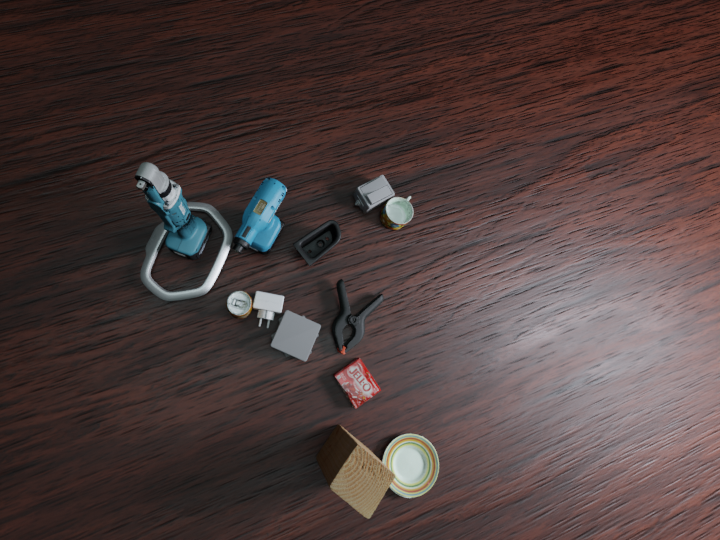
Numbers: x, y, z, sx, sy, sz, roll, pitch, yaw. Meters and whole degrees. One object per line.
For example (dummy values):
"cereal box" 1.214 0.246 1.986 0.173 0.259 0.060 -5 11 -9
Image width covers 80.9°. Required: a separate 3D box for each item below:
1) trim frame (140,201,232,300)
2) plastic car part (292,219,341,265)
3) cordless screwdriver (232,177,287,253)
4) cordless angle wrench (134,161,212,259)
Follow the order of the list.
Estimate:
"trim frame" -0.407 -0.047 0.991 0.183 0.027 0.250 20 75 -3
"plastic car part" -0.099 -0.065 1.015 0.115 0.071 0.066 -37 87 -15
"cordless screwdriver" -0.222 -0.087 0.912 0.074 0.250 0.159 29 75 -6
"cordless angle wrench" -0.356 -0.110 0.808 0.073 0.425 0.098 22 76 -9
